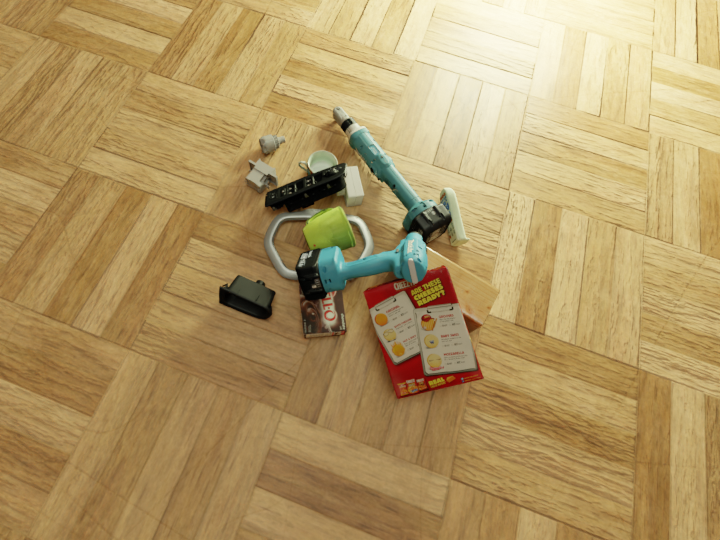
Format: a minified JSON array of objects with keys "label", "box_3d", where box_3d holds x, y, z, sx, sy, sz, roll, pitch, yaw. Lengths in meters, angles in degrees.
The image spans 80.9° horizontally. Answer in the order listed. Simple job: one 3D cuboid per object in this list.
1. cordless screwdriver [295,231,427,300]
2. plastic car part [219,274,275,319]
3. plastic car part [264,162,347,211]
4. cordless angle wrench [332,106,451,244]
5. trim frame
[{"label":"cordless screwdriver","box_3d":[0.005,-0.020,0.832,0.255,0.072,0.160,-9,26,16]},{"label":"plastic car part","box_3d":[-0.229,0.049,0.883,0.117,0.065,0.072,20,53,0]},{"label":"plastic car part","box_3d":[-0.116,-0.181,0.961,0.205,0.064,0.068,-24,28,12]},{"label":"cordless angle wrench","box_3d":[0.050,-0.248,1.010,0.073,0.095,0.439,-29,68,-13]},{"label":"trim frame","box_3d":[-0.093,-0.061,0.953,0.248,0.027,0.188,0,68,-1]}]
